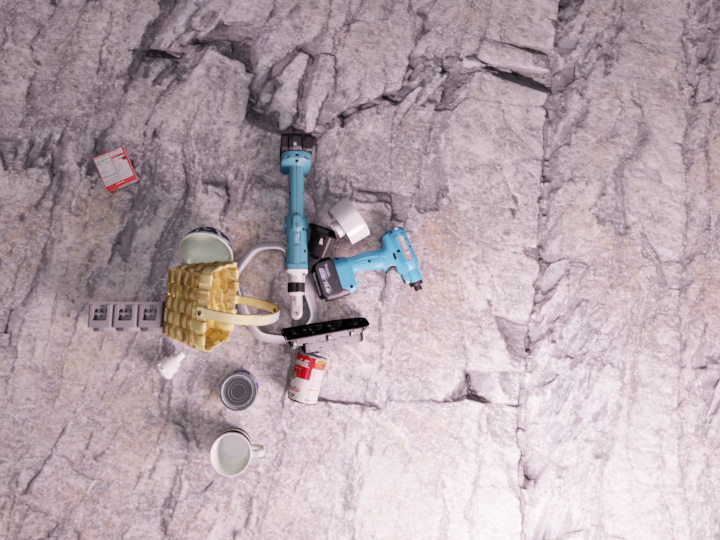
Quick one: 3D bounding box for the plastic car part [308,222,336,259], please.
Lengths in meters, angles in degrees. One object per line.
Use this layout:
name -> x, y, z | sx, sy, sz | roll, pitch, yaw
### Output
plastic car part -> -0.095, -0.062, 0.974 | 0.065, 0.119, 0.070 | 18, 104, -11

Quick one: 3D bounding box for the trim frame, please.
trim frame -> -0.198, 0.052, 0.986 | 0.183, 0.027, 0.252 | -24, 82, -7

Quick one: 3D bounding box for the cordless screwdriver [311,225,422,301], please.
cordless screwdriver -> 0.019, 0.010, 0.987 | 0.245, 0.075, 0.161 | -22, 85, -12

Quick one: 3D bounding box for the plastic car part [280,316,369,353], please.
plastic car part -> -0.071, 0.147, 0.950 | 0.198, 0.068, 0.066 | -12, 98, -18

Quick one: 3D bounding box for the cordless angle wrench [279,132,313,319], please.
cordless angle wrench -> -0.148, -0.102, 0.969 | 0.073, 0.098, 0.428 | 0, 79, -11
